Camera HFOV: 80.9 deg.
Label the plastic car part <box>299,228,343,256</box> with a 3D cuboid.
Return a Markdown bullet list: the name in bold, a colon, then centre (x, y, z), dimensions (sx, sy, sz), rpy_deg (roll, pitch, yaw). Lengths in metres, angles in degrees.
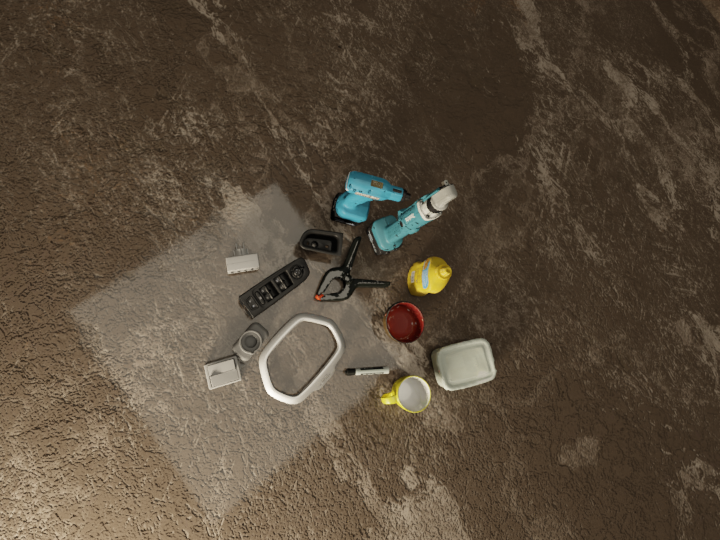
- **plastic car part**: centre (-0.113, -0.074, 1.153), dimensions (0.114, 0.071, 0.067), rpy_deg (8, 78, -11)

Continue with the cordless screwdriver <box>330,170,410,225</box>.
- **cordless screwdriver**: centre (0.016, -0.181, 1.109), dimensions (0.156, 0.251, 0.075), rpy_deg (14, 78, -12)

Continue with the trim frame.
- **trim frame**: centre (-0.151, 0.226, 1.102), dimensions (0.184, 0.028, 0.247), rpy_deg (42, 73, 0)

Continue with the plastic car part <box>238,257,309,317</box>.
- **plastic car part**: centre (-0.221, 0.042, 1.108), dimensions (0.200, 0.068, 0.066), rpy_deg (-36, 90, -16)

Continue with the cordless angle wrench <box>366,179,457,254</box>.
- **cordless angle wrench**: centre (0.120, -0.123, 1.026), dimensions (0.073, 0.427, 0.099), rpy_deg (-20, 87, -18)
